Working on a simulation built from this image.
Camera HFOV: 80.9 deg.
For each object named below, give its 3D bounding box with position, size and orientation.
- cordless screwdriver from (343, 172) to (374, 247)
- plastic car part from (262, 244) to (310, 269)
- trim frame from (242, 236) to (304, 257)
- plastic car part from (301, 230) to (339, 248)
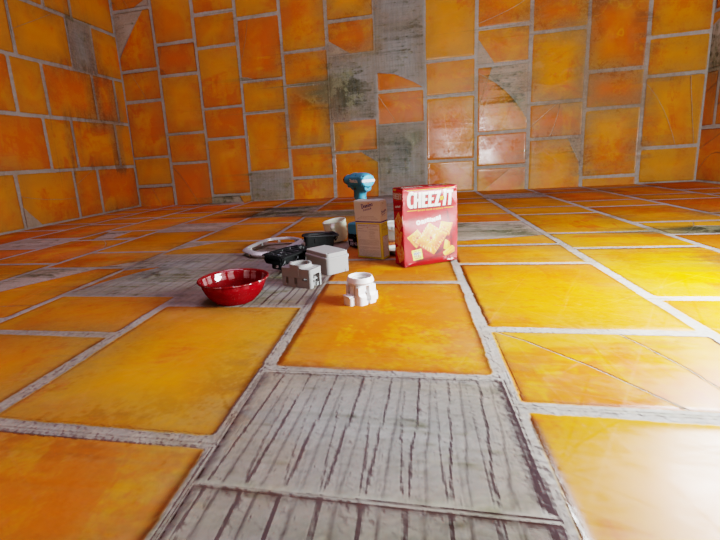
[{"bbox_3d":[-0.009,-0.206,1.430,0.072,0.245,0.167,-9,14,-27],"label":"cordless screwdriver"},{"bbox_3d":[-0.198,-0.035,1.193,0.068,0.066,0.199,1,16,19],"label":"plastic car part"},{"bbox_3d":[-0.296,-0.082,1.461,0.191,0.027,0.244,2,16,21],"label":"trim frame"},{"bbox_3d":[-0.133,-0.087,1.357,0.114,0.070,0.068,-8,14,-17],"label":"plastic car part"}]
